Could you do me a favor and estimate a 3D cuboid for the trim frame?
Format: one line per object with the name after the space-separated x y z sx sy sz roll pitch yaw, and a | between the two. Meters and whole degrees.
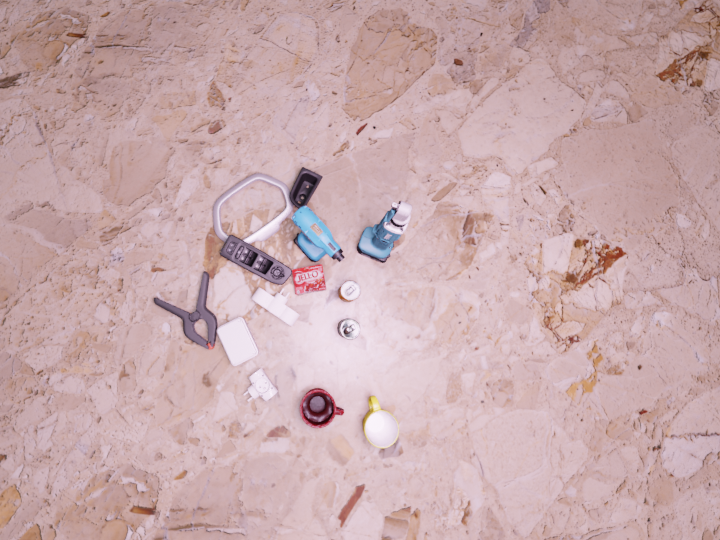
-0.314 -0.174 1.231 0.247 0.027 0.187 -37 82 -8 | trim frame

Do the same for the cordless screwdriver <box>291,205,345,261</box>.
-0.108 -0.071 1.104 0.074 0.248 0.161 -42 87 -10 | cordless screwdriver

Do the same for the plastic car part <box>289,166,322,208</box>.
-0.164 -0.227 1.223 0.066 0.070 0.117 25 80 0 | plastic car part

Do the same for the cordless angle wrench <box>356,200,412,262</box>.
0.065 -0.094 1.025 0.098 0.421 0.074 23 81 -3 | cordless angle wrench

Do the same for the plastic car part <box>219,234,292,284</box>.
-0.289 -0.022 1.183 0.204 0.066 0.066 28 80 3 | plastic car part
